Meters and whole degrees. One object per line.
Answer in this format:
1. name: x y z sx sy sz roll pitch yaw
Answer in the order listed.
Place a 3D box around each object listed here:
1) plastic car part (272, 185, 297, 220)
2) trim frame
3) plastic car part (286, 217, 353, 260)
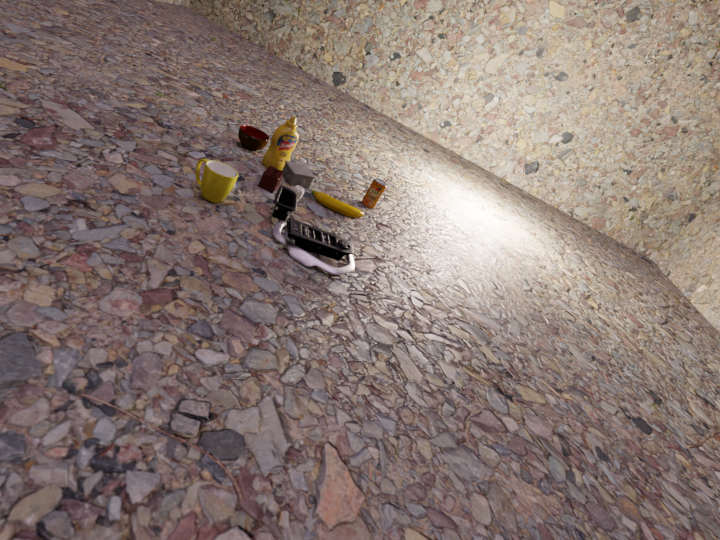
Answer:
1. plastic car part: -0.222 -0.185 1.211 0.064 0.071 0.120 21 30 -16
2. trim frame: -0.126 -0.065 1.146 0.253 0.027 0.182 32 29 7
3. plastic car part: -0.110 -0.072 1.129 0.195 0.067 0.069 15 32 -22
